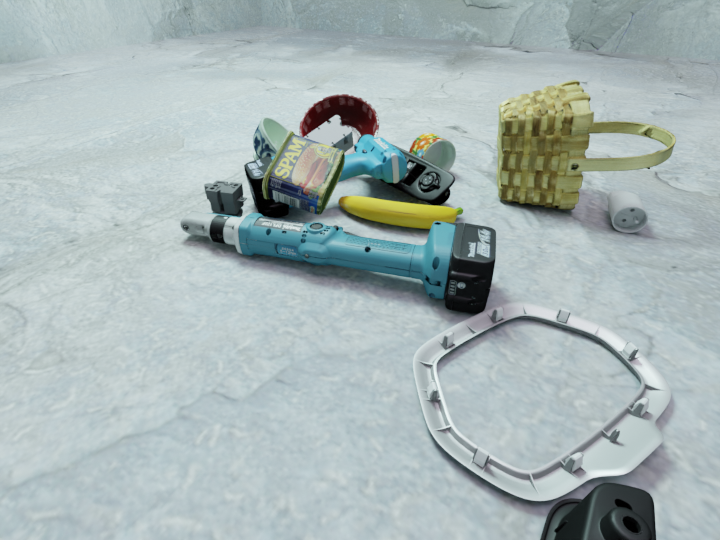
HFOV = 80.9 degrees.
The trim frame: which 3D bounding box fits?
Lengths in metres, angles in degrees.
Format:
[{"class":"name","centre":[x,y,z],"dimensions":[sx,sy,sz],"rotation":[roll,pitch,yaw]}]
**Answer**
[{"class":"trim frame","centre":[0.166,0.100,0.393],"dimensions":[0.241,0.027,0.195],"rotation":[-19,40,-27]}]

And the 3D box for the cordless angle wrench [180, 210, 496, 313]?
[{"class":"cordless angle wrench","centre":[-0.054,-0.035,0.553],"dimensions":[0.436,0.072,0.098],"rotation":[9,36,17]}]

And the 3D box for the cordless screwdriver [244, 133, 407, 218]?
[{"class":"cordless screwdriver","centre":[-0.065,-0.172,0.705],"dimensions":[0.246,0.071,0.167],"rotation":[-16,35,-7]}]

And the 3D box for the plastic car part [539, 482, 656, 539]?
[{"class":"plastic car part","centre":[0.147,0.175,0.252],"dimensions":[0.069,0.069,0.115],"rotation":[21,43,24]}]

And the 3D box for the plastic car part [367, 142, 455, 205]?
[{"class":"plastic car part","centre":[0.079,-0.162,0.732],"dimensions":[0.066,0.063,0.215],"rotation":[-48,44,-3]}]
